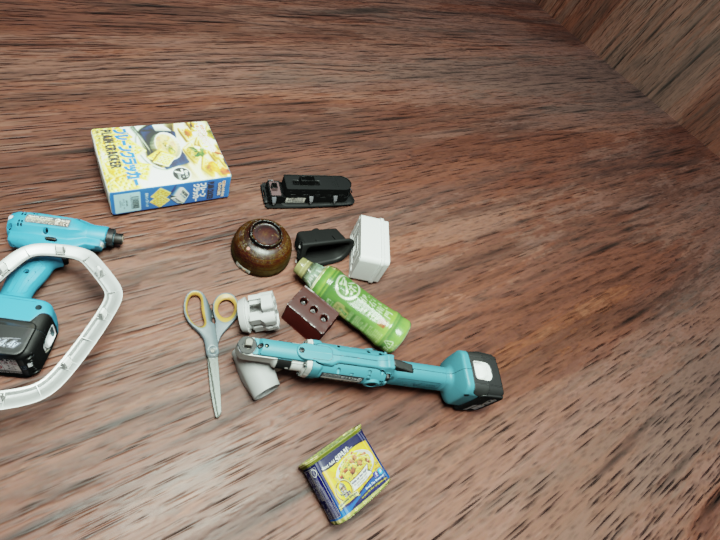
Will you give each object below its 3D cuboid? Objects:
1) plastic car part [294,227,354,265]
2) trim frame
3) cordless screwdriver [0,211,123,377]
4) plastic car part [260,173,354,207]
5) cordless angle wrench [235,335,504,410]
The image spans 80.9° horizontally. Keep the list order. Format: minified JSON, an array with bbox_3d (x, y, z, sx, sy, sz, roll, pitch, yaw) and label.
[{"bbox_3d":[-0.079,-0.052,0.810,0.112,0.065,0.075,-13,49,-33],"label":"plastic car part"},{"bbox_3d":[-0.417,0.056,0.525,0.183,0.027,0.252,19,47,-4],"label":"trim frame"},{"bbox_3d":[-0.448,0.021,0.608,0.155,0.074,0.258,5,50,-18],"label":"cordless screwdriver"},{"bbox_3d":[-0.102,-0.172,0.886,0.196,0.066,0.069,-1,51,-25],"label":"plastic car part"},{"bbox_3d":[0.017,0.149,0.653,0.411,0.098,0.076,12,53,-16],"label":"cordless angle wrench"}]
